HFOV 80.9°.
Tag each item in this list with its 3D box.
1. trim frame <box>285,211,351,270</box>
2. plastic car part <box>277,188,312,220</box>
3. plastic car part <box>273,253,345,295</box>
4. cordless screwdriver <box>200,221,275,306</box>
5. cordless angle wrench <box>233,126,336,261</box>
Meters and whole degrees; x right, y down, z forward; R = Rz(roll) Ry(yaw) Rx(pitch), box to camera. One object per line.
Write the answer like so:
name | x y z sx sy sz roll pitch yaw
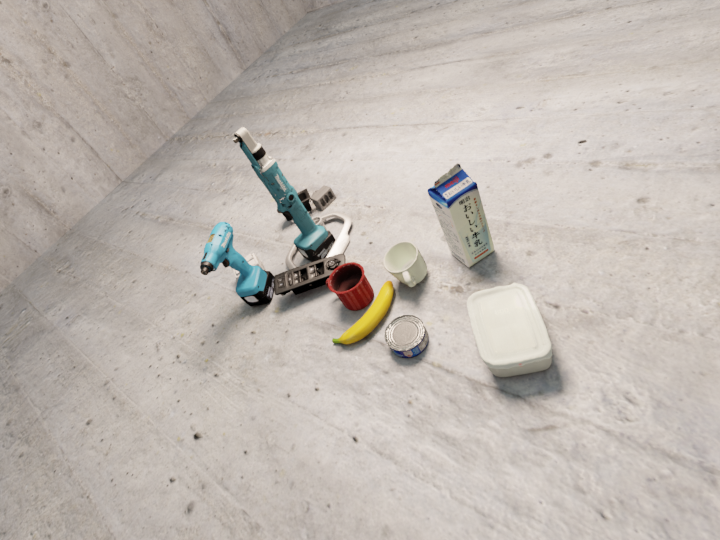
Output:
trim frame | -0.120 -0.078 1.223 0.193 0.026 0.249 4 53 36
plastic car part | -0.205 -0.202 1.367 0.117 0.067 0.069 -29 40 5
plastic car part | -0.125 0.019 1.103 0.206 0.063 0.069 -22 41 13
cordless screwdriver | -0.324 0.008 1.109 0.076 0.236 0.163 -13 43 22
cordless angle wrench | -0.195 -0.190 1.092 0.079 0.401 0.097 23 63 45
